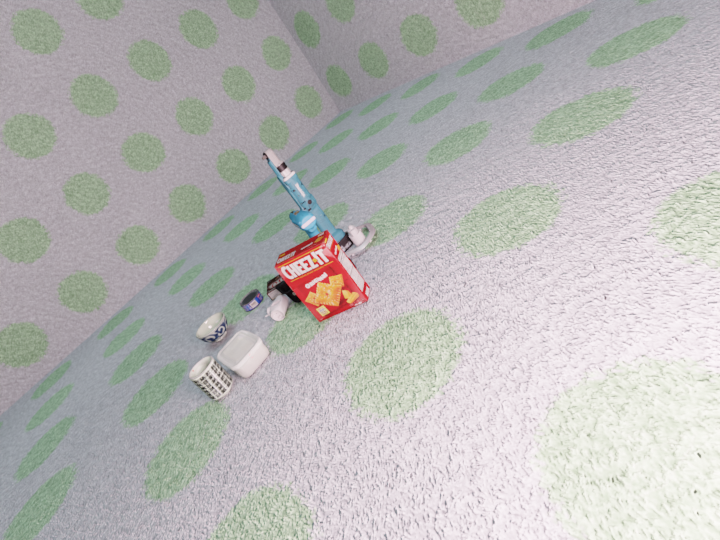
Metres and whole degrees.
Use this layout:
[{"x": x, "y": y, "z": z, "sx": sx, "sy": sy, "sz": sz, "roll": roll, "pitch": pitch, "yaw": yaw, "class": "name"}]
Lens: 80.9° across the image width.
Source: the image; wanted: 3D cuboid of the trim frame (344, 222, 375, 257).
[{"x": -0.052, "y": -0.084, "z": 1.434, "sx": 0.256, "sy": 0.026, "sz": 0.186, "roll": -20, "pitch": 31, "yaw": 31, "class": "trim frame"}]

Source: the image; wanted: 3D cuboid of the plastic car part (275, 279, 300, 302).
[{"x": -0.213, "y": 0.069, "z": 1.340, "sx": 0.065, "sy": 0.068, "sz": 0.122, "roll": -42, "pitch": 26, "yaw": -10, "class": "plastic car part"}]

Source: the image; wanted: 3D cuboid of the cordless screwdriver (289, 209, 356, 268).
[{"x": -0.125, "y": -0.082, "z": 1.282, "sx": 0.074, "sy": 0.239, "sz": 0.166, "roll": -41, "pitch": 24, "yaw": -10, "class": "cordless screwdriver"}]

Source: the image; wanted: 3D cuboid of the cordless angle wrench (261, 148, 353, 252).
[{"x": -0.177, "y": -0.221, "z": 1.379, "sx": 0.097, "sy": 0.407, "sz": 0.078, "roll": -44, "pitch": 23, "yaw": -18, "class": "cordless angle wrench"}]
